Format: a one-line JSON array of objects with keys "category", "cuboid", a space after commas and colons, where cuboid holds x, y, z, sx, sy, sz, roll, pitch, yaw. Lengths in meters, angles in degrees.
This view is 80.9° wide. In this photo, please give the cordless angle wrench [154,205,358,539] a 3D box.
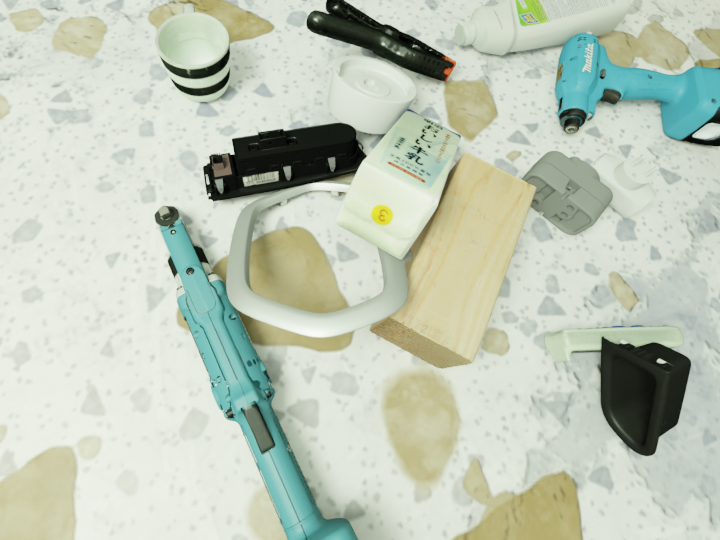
[{"category": "cordless angle wrench", "cuboid": [-0.114, 0.111, 0.406, 0.073, 0.096, 0.437, -25, 70, -16]}]

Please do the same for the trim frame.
[{"category": "trim frame", "cuboid": [-0.043, -0.028, 0.435, 0.184, 0.026, 0.258, -8, 39, -2]}]

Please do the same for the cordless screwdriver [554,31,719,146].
[{"category": "cordless screwdriver", "cuboid": [0.397, -0.232, 0.583, 0.251, 0.073, 0.161, 16, 70, 5]}]

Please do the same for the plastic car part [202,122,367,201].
[{"category": "plastic car part", "cuboid": [-0.087, -0.140, 0.508, 0.199, 0.065, 0.069, -10, 47, -13]}]

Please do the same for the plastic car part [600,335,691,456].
[{"category": "plastic car part", "cuboid": [0.296, 0.121, 0.430, 0.070, 0.069, 0.113, -20, 114, -14]}]
